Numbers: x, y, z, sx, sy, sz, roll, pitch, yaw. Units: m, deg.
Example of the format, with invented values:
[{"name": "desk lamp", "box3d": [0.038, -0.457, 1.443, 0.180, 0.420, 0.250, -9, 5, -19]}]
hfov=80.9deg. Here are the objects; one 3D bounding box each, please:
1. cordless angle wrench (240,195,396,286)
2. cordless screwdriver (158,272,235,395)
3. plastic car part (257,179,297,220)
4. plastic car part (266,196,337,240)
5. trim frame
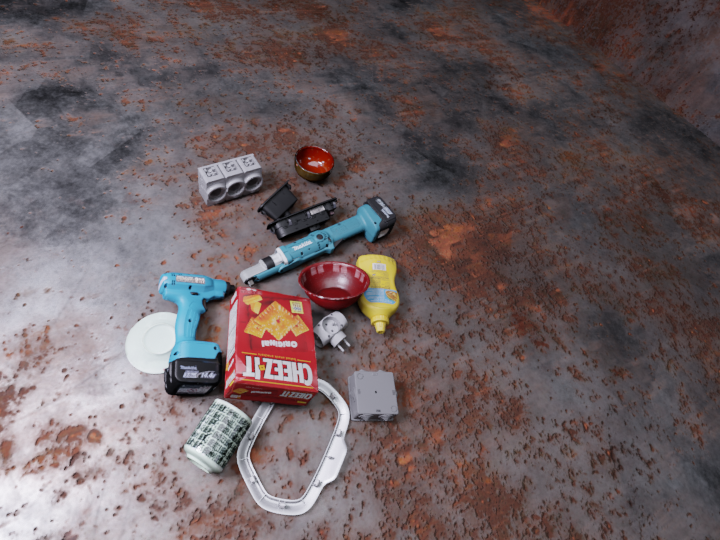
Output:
[{"name": "cordless angle wrench", "box3d": [-0.102, -0.067, 1.041, 0.413, 0.073, 0.102, -27, 66, -25]}, {"name": "cordless screwdriver", "box3d": [-0.319, 0.118, 0.851, 0.152, 0.075, 0.259, 7, 51, -34]}, {"name": "plastic car part", "box3d": [-0.208, -0.168, 1.095, 0.070, 0.067, 0.116, 39, 58, -6]}, {"name": "plastic car part", "box3d": [-0.145, -0.125, 1.080, 0.197, 0.068, 0.067, -21, 90, -27]}, {"name": "trim frame", "box3d": [-0.118, 0.316, 0.793, 0.186, 0.027, 0.249, 27, 52, 5]}]
